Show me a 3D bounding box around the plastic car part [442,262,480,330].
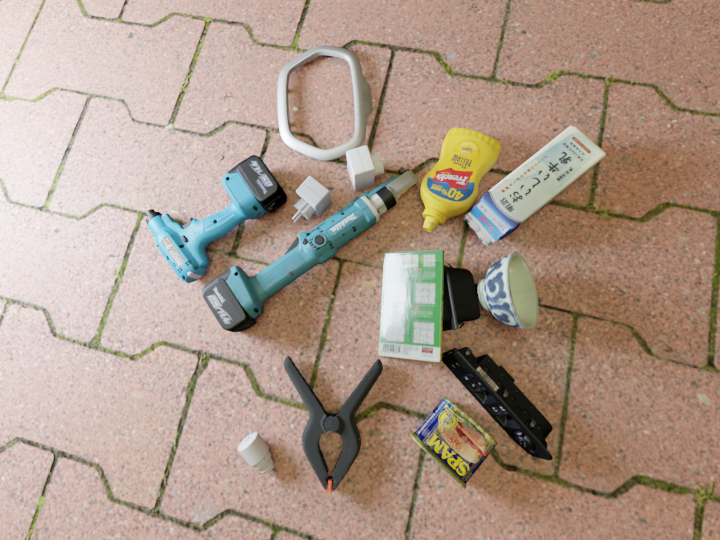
[{"bbox_3d":[0.165,0.041,0.703,0.070,0.066,0.118,2,75,-12],"label":"plastic car part"}]

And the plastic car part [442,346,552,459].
[{"bbox_3d":[0.220,0.198,0.662,0.065,0.066,0.208,-30,74,-29],"label":"plastic car part"}]

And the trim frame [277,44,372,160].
[{"bbox_3d":[-0.070,-0.328,0.821,0.186,0.027,0.253,-6,75,5],"label":"trim frame"}]

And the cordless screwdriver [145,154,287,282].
[{"bbox_3d":[-0.268,-0.113,0.771,0.249,0.072,0.163,-40,78,0],"label":"cordless screwdriver"}]

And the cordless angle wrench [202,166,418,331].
[{"bbox_3d":[-0.072,-0.047,0.739,0.421,0.073,0.100,-35,79,-5],"label":"cordless angle wrench"}]
